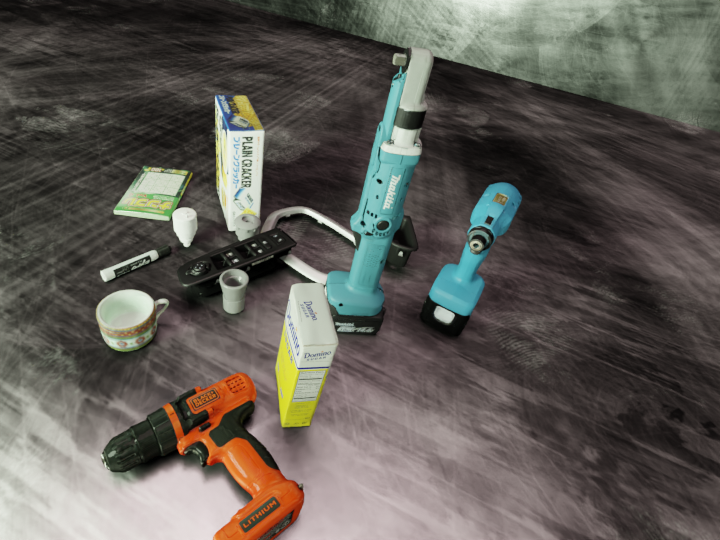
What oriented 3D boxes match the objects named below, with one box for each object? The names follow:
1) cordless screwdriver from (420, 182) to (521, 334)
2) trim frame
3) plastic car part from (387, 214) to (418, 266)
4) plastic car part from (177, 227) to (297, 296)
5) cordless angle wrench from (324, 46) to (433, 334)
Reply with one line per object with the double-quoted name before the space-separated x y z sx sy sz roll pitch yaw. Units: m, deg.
"cordless screwdriver" 0.160 -0.001 0.641 0.077 0.243 0.157 27 42 15
"trim frame" -0.080 -0.052 0.819 0.259 0.027 0.180 31 45 23
"plastic car part" 0.068 -0.052 0.816 0.065 0.069 0.120 5 41 -9
"plastic car part" -0.209 -0.011 0.715 0.197 0.065 0.070 -22 51 -32
"cordless angle wrench" 0.024 -0.075 0.569 0.096 0.414 0.077 6 41 -10
